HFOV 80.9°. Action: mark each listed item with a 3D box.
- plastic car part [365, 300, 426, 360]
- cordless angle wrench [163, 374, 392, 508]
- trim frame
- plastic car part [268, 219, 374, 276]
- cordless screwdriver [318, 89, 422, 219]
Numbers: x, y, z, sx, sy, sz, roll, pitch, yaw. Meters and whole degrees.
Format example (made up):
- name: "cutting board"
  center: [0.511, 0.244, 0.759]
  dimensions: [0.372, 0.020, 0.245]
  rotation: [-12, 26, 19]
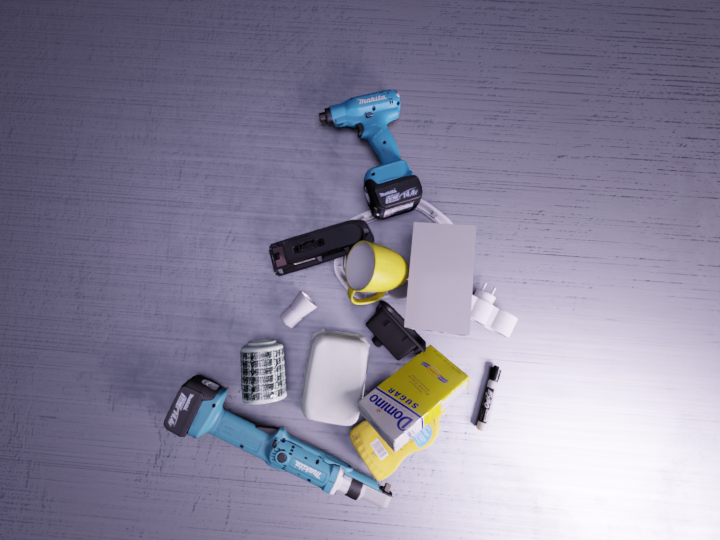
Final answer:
- name: "plastic car part"
  center: [0.058, 0.119, 0.787]
  dimensions: [0.118, 0.065, 0.071]
  rotation: [43, 100, 7]
- name: "cordless angle wrench"
  center: [-0.141, 0.324, 0.762]
  dimensions: [0.424, 0.074, 0.098]
  rotation: [25, 86, 1]
- name: "trim frame"
  center: [0.068, -0.039, 0.816]
  dimensions: [0.248, 0.027, 0.185]
  rotation: [-20, 85, -3]
- name: "plastic car part"
  center: [-0.077, -0.051, 0.791]
  dimensions: [0.204, 0.065, 0.068]
  rotation: [-15, 75, 5]
- name: "cordless screwdriver"
  center: [0.018, -0.222, 0.806]
  dimensions: [0.159, 0.073, 0.254]
  rotation: [-12, 75, -1]
